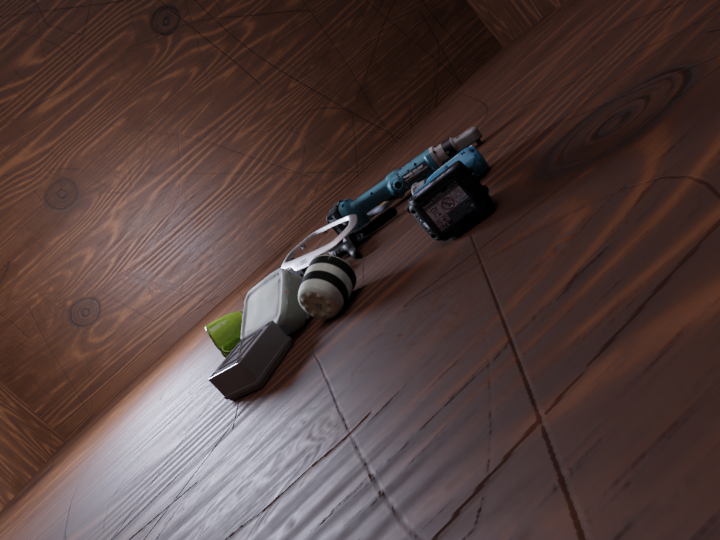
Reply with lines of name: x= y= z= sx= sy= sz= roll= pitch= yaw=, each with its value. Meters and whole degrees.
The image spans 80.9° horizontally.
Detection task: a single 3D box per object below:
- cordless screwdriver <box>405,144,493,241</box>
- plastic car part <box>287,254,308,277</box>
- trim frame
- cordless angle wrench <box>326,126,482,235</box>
cordless screwdriver: x=0.124 y=-0.117 z=0.668 sx=0.162 sy=0.073 sz=0.248 roll=-36 pitch=10 yaw=25
plastic car part: x=-0.161 y=-0.004 z=1.128 sx=0.120 sy=0.069 sz=0.065 roll=-22 pitch=21 yaw=52
trim frame: x=-0.101 y=-0.066 z=1.037 sx=0.257 sy=0.027 sz=0.183 roll=-18 pitch=26 yaw=40
cordless angle wrench: x=0.097 y=-0.216 z=1.035 sx=0.432 sy=0.096 sz=0.074 roll=-30 pitch=17 yaw=32
